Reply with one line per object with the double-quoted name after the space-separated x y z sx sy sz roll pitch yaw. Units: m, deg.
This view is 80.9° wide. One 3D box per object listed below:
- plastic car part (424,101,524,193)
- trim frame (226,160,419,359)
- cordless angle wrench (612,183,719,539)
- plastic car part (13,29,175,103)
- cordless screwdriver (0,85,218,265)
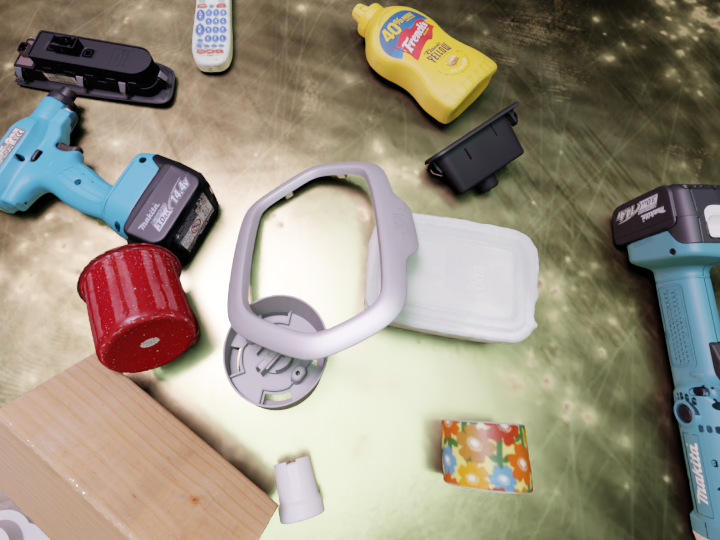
0.136 -0.128 0.486 0.116 0.066 0.071 -37 93 -9 "plastic car part"
-0.040 -0.026 0.410 0.187 0.026 0.257 -15 46 11 "trim frame"
0.326 0.131 0.389 0.074 0.097 0.429 1 76 -4 "cordless angle wrench"
-0.328 -0.254 0.518 0.203 0.066 0.067 12 65 0 "plastic car part"
-0.277 -0.110 0.463 0.253 0.072 0.160 18 72 9 "cordless screwdriver"
